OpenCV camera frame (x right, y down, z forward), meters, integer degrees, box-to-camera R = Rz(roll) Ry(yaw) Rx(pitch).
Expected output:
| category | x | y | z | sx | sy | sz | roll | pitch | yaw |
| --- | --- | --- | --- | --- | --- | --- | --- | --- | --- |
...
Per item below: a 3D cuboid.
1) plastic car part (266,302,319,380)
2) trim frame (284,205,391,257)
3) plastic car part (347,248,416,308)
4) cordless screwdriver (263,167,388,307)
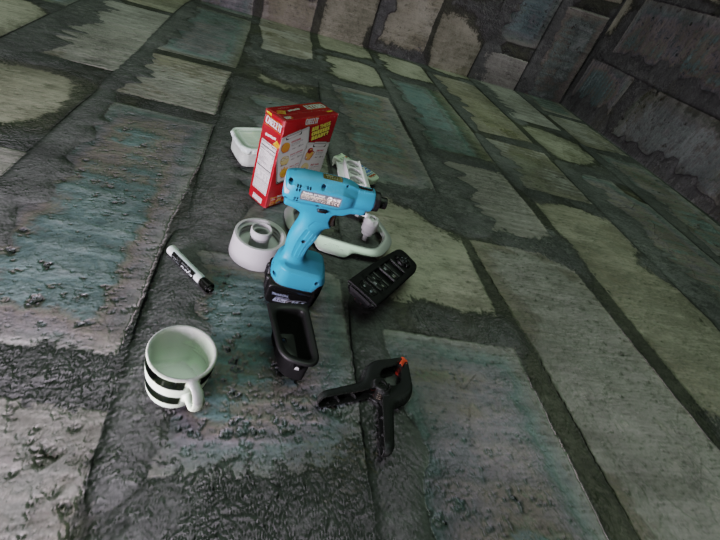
| category | x | y | z | sx | sy | sz | roll | pitch | yaw |
| --- | --- | --- | --- | --- | --- | --- | --- | --- | --- |
| plastic car part | -0.105 | 0.111 | 0.626 | 0.064 | 0.070 | 0.122 | 3 | 41 | -23 |
| trim frame | -0.050 | -0.097 | 0.941 | 0.247 | 0.027 | 0.188 | 17 | 38 | -3 |
| plastic car part | 0.044 | 0.020 | 0.805 | 0.069 | 0.066 | 0.198 | 35 | 40 | 17 |
| cordless screwdriver | -0.067 | -0.044 | 0.689 | 0.156 | 0.246 | 0.077 | 12 | 39 | -14 |
